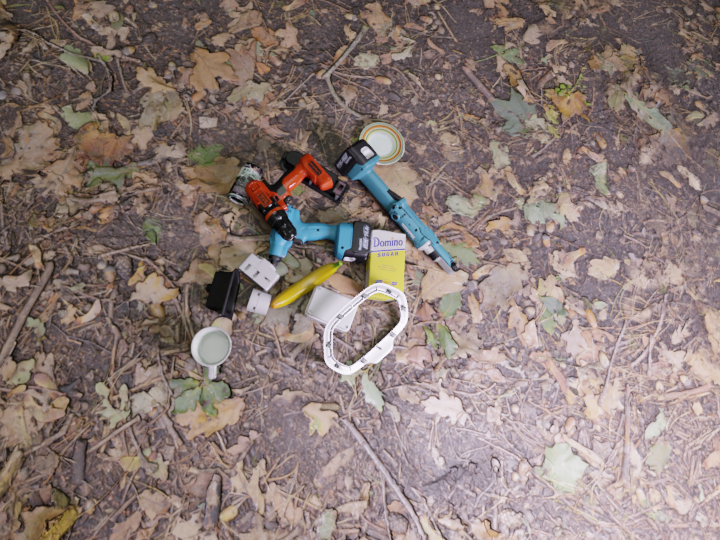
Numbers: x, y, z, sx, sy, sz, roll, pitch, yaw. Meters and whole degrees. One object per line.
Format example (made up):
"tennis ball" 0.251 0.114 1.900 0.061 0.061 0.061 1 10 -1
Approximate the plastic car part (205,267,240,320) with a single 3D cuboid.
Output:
"plastic car part" -0.330 0.052 0.999 0.072 0.064 0.118 3 70 5

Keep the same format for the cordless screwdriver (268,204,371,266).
"cordless screwdriver" -0.103 -0.068 1.056 0.249 0.073 0.161 11 73 -1

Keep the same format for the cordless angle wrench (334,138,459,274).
"cordless angle wrench" 0.104 -0.155 1.104 0.425 0.099 0.073 50 54 3

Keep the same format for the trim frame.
"trim frame" 0.017 0.138 0.991 0.246 0.029 0.176 -40 121 -16

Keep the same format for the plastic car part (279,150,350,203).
"plastic car part" -0.125 -0.256 1.116 0.205 0.066 0.066 30 79 4
